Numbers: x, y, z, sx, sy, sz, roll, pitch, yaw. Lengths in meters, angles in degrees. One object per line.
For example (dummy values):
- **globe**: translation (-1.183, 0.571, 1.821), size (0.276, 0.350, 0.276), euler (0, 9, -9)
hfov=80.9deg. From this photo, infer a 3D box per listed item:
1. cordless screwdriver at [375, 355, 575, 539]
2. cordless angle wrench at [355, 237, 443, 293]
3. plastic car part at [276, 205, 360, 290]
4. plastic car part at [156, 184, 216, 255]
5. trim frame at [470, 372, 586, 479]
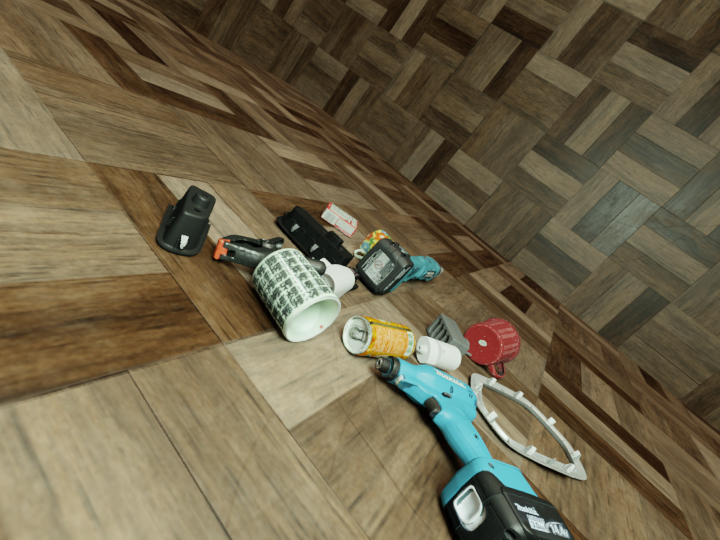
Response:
- **cordless screwdriver**: translation (0.108, 0.201, 0.489), size (0.153, 0.074, 0.258), euler (28, 17, -22)
- **cordless angle wrench**: translation (0.124, -0.005, 0.966), size (0.077, 0.098, 0.405), euler (49, 19, 19)
- **plastic car part**: translation (-0.076, -0.050, 0.774), size (0.211, 0.067, 0.064), euler (41, 27, 20)
- **plastic car part**: translation (-0.223, -0.074, 0.562), size (0.063, 0.071, 0.121), euler (27, 19, -24)
- **trim frame**: translation (0.282, 0.261, 0.714), size (0.239, 0.027, 0.191), euler (30, 21, -22)
